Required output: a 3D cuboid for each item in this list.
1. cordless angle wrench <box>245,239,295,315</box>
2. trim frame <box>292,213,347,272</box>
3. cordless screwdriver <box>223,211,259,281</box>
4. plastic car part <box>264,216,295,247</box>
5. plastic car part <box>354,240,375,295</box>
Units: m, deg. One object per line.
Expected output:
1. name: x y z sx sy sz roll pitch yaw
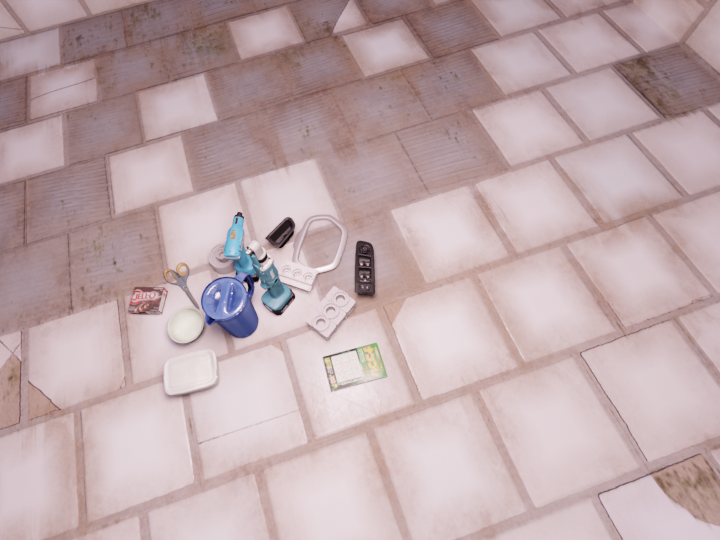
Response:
1. cordless angle wrench: -0.269 0.018 1.239 0.077 0.411 0.097 34 69 14
2. trim frame: -0.147 -0.096 1.501 0.188 0.027 0.251 11 65 10
3. cordless screwdriver: -0.384 -0.069 1.387 0.075 0.242 0.163 2 65 1
4. plastic car part: -0.273 -0.126 1.503 0.068 0.069 0.116 35 71 17
5. plastic car part: 0.014 -0.005 1.421 0.067 0.065 0.208 0 63 2
